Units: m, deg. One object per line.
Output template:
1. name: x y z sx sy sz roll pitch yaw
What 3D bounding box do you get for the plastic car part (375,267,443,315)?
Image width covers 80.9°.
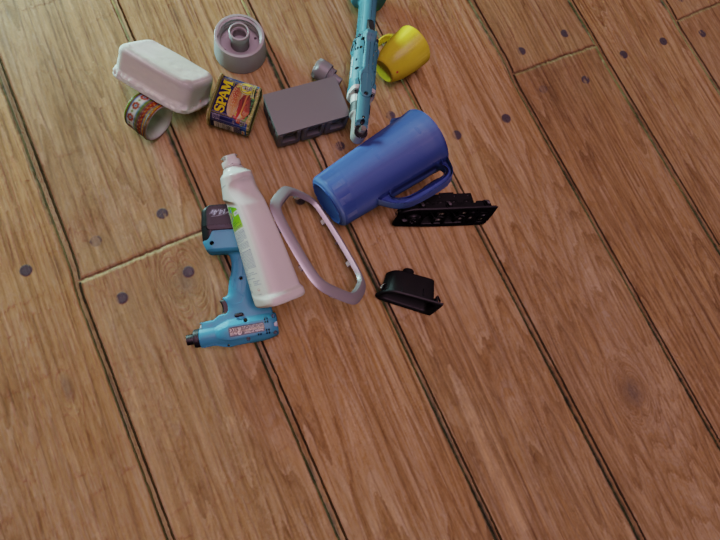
1. plastic car part: 0.093 0.032 0.804 0.116 0.065 0.072 19 62 -2

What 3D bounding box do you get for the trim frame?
1. trim frame: -0.073 -0.048 0.743 0.028 0.177 0.255 -41 75 28

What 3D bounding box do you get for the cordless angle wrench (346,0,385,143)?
1. cordless angle wrench: 0.009 -0.439 0.844 0.072 0.099 0.430 10 71 -17

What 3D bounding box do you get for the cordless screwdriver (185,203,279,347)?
1. cordless screwdriver: -0.243 0.010 0.752 0.157 0.075 0.251 -10 84 -10

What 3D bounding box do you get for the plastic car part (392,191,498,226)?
1. plastic car part: 0.161 -0.124 0.840 0.200 0.066 0.069 -7 72 -10
